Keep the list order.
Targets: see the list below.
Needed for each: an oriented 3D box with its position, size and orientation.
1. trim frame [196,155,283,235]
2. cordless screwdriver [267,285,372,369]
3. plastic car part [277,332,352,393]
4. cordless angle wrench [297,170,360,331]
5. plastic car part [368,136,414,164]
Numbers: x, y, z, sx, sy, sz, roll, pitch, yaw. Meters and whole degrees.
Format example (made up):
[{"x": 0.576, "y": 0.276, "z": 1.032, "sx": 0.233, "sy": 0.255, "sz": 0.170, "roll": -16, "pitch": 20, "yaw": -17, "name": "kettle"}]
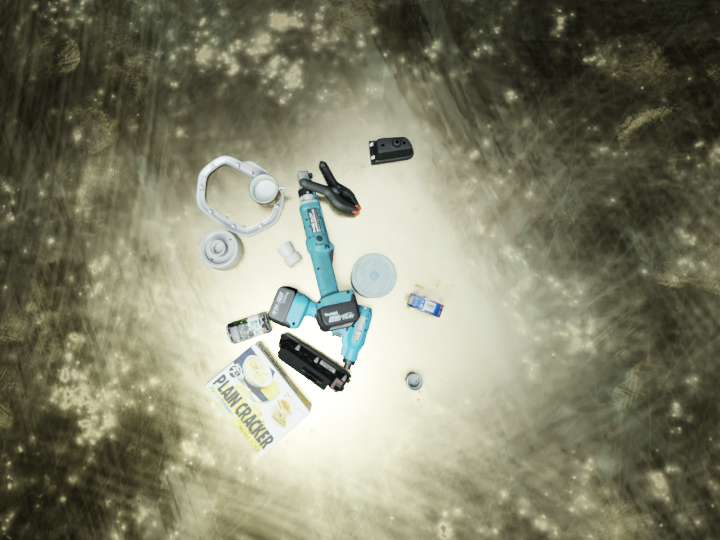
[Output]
[{"x": -0.324, "y": -0.202, "z": 1.124, "sx": 0.252, "sy": 0.027, "sz": 0.184, "roll": 33, "pitch": 84, "yaw": 8, "name": "trim frame"}, {"x": -0.107, "y": 0.137, "z": 1.047, "sx": 0.249, "sy": 0.074, "sz": 0.160, "roll": 17, "pitch": 83, "yaw": 1, "name": "cordless screwdriver"}, {"x": -0.126, "y": 0.235, "z": 1.034, "sx": 0.207, "sy": 0.066, "sz": 0.066, "roll": 35, "pitch": 126, "yaw": 10, "name": "plastic car part"}, {"x": -0.102, "y": -0.067, "z": 1.042, "sx": 0.096, "sy": 0.073, "sz": 0.435, "roll": -10, "pitch": 68, "yaw": -14, "name": "cordless angle wrench"}, {"x": 0.083, "y": -0.321, "z": 1.097, "sx": 0.117, "sy": 0.070, "sz": 0.066, "roll": -6, "pitch": 86, "yaw": 4, "name": "plastic car part"}]
